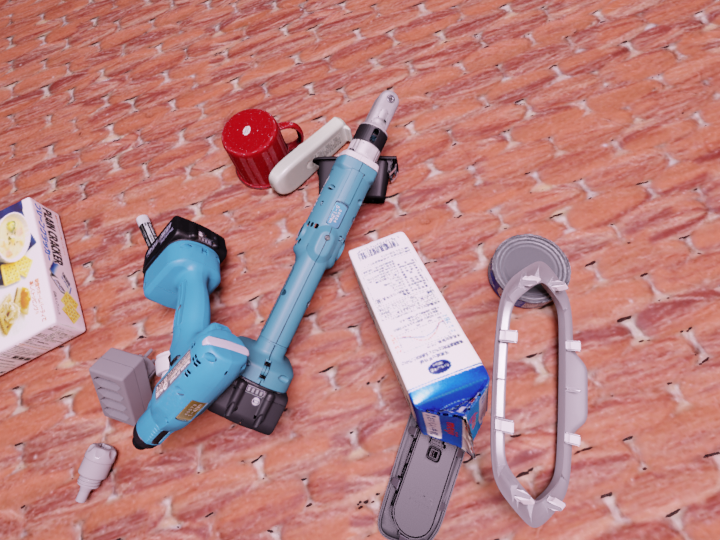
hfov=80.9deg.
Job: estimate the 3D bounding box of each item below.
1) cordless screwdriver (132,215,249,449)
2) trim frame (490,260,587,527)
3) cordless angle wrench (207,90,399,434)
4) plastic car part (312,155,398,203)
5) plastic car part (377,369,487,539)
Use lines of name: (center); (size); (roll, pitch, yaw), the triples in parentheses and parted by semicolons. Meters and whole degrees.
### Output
cordless screwdriver: (-0.210, 0.060, 0.486); (0.160, 0.070, 0.262); (-47, 42, 16)
trim frame: (0.179, 0.112, 0.413); (0.029, 0.174, 0.251); (-10, 67, 46)
cordless angle wrench: (-0.049, -0.032, 0.499); (0.073, 0.100, 0.424); (27, 81, -14)
plastic car part: (-0.008, -0.118, 0.583); (0.119, 0.064, 0.071); (1, 84, 12)
plastic car part: (0.079, 0.188, 0.445); (0.067, 0.066, 0.204); (22, 76, 7)
